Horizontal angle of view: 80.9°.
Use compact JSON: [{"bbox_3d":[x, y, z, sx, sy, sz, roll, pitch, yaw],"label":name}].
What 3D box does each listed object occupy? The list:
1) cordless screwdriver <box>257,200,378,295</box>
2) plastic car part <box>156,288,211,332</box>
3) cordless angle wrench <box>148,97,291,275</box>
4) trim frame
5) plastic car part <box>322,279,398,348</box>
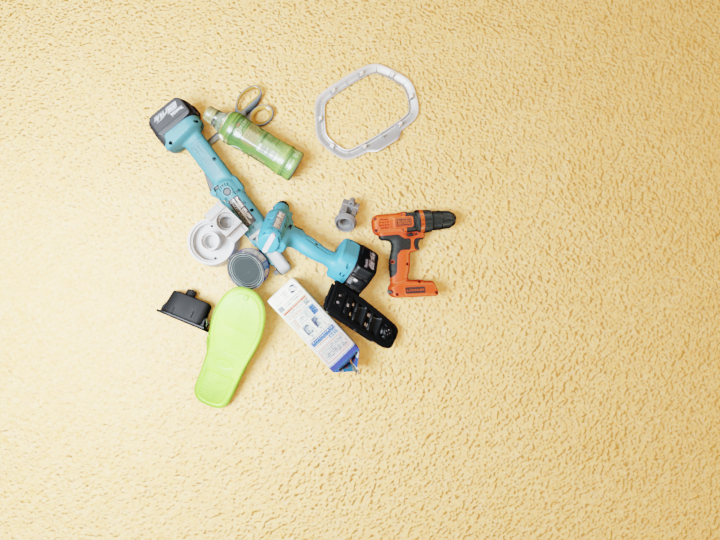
[{"bbox_3d":[-0.086,-0.057,0.884,0.244,0.163,0.074,25,124,-12],"label":"cordless screwdriver"},{"bbox_3d":[-0.365,0.077,0.896,0.117,0.065,0.071,25,72,1],"label":"plastic car part"},{"bbox_3d":[-0.280,-0.167,0.901,0.098,0.074,0.420,-36,93,5],"label":"cordless angle wrench"},{"bbox_3d":[0.012,-0.355,0.944,0.247,0.027,0.184,-32,89,-5],"label":"trim frame"},{"bbox_3d":[-0.005,0.101,0.870,0.194,0.069,0.067,35,53,-25],"label":"plastic car part"}]
